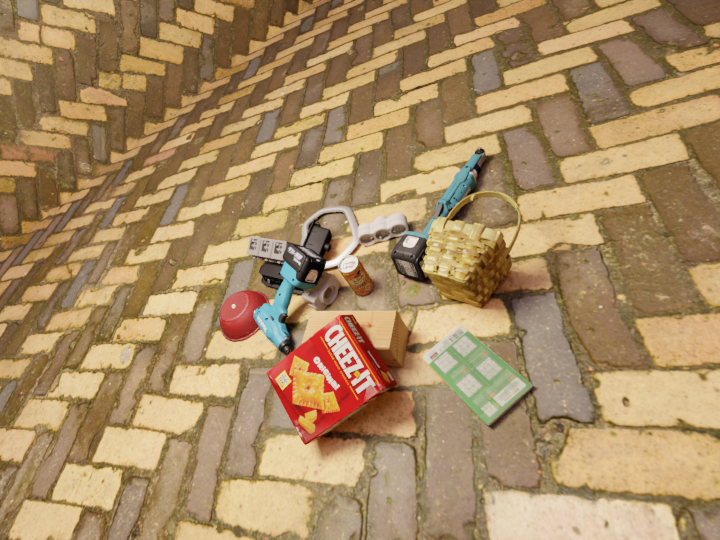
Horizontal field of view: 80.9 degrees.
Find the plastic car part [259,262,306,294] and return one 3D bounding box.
[{"bbox_3d":[-0.211,0.019,1.175,0.214,0.063,0.067,8,65,38],"label":"plastic car part"}]

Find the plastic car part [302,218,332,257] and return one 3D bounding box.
[{"bbox_3d":[-0.114,-0.075,1.170,0.073,0.063,0.118,8,60,18],"label":"plastic car part"}]

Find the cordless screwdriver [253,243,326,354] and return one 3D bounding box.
[{"bbox_3d":[-0.170,0.070,1.042,0.168,0.070,0.248,43,110,41],"label":"cordless screwdriver"}]

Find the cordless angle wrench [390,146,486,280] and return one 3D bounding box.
[{"bbox_3d":[0.218,-0.160,1.056,0.078,0.093,0.421,15,59,38],"label":"cordless angle wrench"}]

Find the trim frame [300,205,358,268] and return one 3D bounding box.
[{"bbox_3d":[-0.094,-0.100,1.226,0.186,0.026,0.260,-26,47,9],"label":"trim frame"}]
